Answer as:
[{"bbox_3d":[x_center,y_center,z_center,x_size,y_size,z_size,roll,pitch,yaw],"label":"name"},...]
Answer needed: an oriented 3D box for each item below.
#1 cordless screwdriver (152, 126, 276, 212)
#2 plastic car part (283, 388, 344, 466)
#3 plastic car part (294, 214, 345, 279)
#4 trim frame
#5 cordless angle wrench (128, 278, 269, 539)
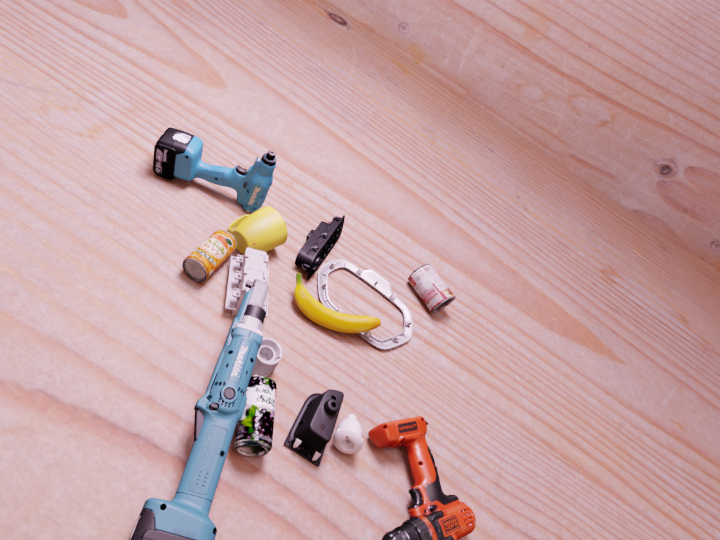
[{"bbox_3d":[-0.307,-0.231,0.906,0.243,0.159,0.076,22,42,-12],"label":"cordless screwdriver"},{"bbox_3d":[-0.061,0.235,0.678,0.065,0.071,0.117,34,43,-6],"label":"plastic car part"},{"bbox_3d":[-0.093,-0.061,0.956,0.067,0.065,0.204,24,41,0],"label":"plastic car part"},{"bbox_3d":[0.012,0.067,0.927,0.251,0.027,0.183,35,39,4],"label":"trim frame"},{"bbox_3d":[-0.195,0.184,0.600,0.095,0.075,0.432,22,47,-15],"label":"cordless angle wrench"}]
